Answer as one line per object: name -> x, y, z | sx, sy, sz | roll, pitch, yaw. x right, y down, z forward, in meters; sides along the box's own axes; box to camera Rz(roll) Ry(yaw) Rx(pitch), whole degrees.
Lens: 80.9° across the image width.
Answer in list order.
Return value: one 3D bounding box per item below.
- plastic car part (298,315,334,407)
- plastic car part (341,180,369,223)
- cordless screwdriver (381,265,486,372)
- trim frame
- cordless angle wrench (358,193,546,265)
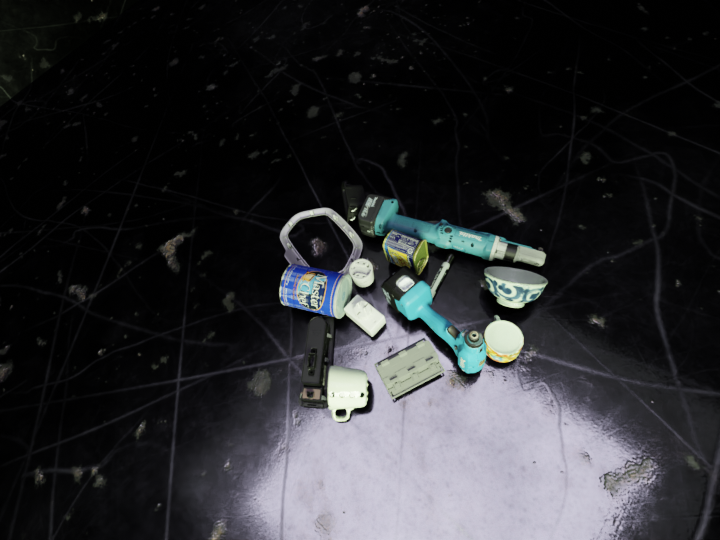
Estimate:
plastic car part -> -0.099, 0.187, 0.924 | 0.068, 0.064, 0.207 | -6, 57, 18
plastic car part -> -0.011, -0.191, 1.124 | 0.070, 0.064, 0.120 | -3, 56, -6
cordless screwdriver -> 0.149, 0.089, 0.856 | 0.074, 0.152, 0.262 | -39, 57, -11
trim frame -> -0.107, -0.070, 1.093 | 0.183, 0.026, 0.261 | -37, 60, -6
cordless angle wrench -> 0.204, -0.083, 0.995 | 0.439, 0.071, 0.098 | 18, 67, 21
